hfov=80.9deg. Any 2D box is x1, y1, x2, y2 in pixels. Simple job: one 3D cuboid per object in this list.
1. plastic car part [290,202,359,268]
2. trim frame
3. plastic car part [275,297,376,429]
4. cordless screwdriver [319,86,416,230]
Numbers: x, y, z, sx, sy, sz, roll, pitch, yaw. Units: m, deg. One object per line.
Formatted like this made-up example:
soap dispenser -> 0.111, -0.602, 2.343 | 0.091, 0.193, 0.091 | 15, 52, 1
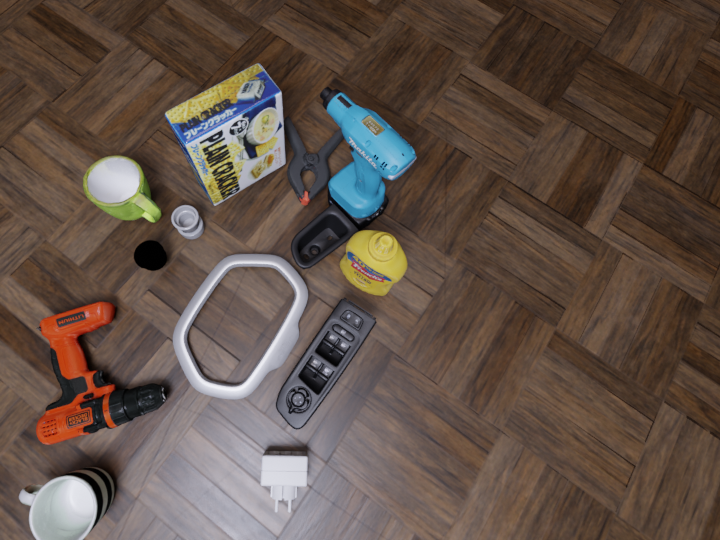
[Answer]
plastic car part -> -0.070, -0.046, 0.717 | 0.115, 0.070, 0.067 | -41, 82, -14
trim frame -> -0.193, 0.084, 0.692 | 0.186, 0.027, 0.249 | 28, 73, 6
plastic car part -> -0.058, 0.144, 0.659 | 0.067, 0.066, 0.202 | 34, 74, 5
cordless screwdriver -> -0.010, -0.167, 0.666 | 0.074, 0.246, 0.162 | -40, 82, -16
